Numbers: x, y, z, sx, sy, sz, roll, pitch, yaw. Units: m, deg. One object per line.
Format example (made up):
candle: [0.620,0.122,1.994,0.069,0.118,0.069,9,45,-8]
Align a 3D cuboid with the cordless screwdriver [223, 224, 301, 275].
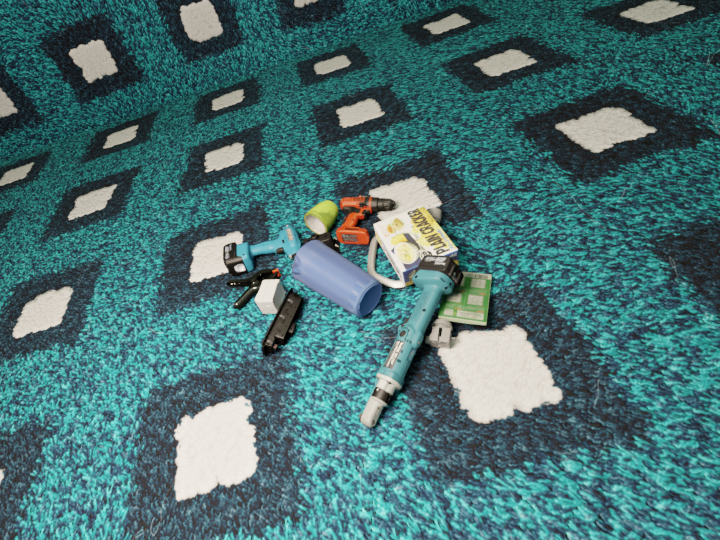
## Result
cordless screwdriver: [-0.308,-0.050,1.346,0.248,0.071,0.167,-19,44,-4]

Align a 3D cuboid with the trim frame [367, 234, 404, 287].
trim frame: [0.113,-0.045,1.218,0.189,0.026,0.254,-6,45,16]

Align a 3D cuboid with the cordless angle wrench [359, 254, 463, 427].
cordless angle wrench: [0.110,0.155,0.966,0.103,0.071,0.423,3,58,49]

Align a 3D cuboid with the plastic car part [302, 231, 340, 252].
plastic car part: [-0.128,-0.084,1.312,0.117,0.068,0.068,-13,41,4]

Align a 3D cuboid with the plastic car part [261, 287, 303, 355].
plastic car part: [-0.203,0.134,1.139,0.069,0.064,0.206,7,50,12]
